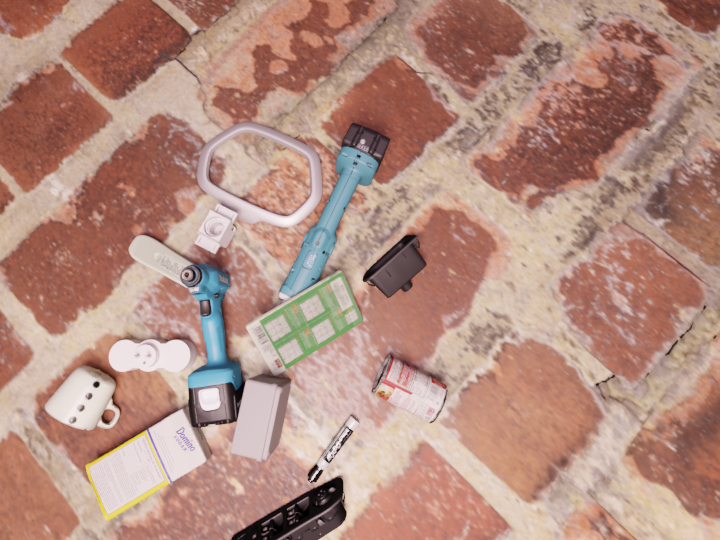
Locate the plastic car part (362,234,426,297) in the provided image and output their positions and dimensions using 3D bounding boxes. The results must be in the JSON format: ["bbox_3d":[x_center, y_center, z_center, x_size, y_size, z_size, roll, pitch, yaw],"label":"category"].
[{"bbox_3d":[0.066,0.000,0.730,0.116,0.067,0.070,-45,97,-4],"label":"plastic car part"}]

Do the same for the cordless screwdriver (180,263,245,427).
[{"bbox_3d":[-0.238,0.113,0.667,0.074,0.157,0.252,-8,81,-3],"label":"cordless screwdriver"}]

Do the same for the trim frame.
[{"bbox_3d":[-0.188,-0.180,0.793,0.251,0.027,0.184,24,79,6],"label":"trim frame"}]

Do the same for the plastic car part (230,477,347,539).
[{"bbox_3d":[-0.103,0.399,0.648,0.202,0.066,0.067,-33,91,-5],"label":"plastic car part"}]

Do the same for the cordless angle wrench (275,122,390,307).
[{"bbox_3d":[-0.071,-0.047,0.729,0.075,0.097,0.423,25,84,0],"label":"cordless angle wrench"}]
